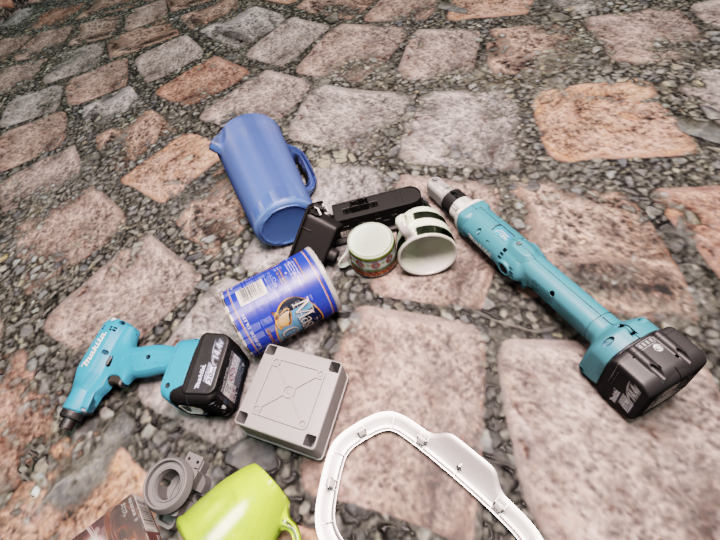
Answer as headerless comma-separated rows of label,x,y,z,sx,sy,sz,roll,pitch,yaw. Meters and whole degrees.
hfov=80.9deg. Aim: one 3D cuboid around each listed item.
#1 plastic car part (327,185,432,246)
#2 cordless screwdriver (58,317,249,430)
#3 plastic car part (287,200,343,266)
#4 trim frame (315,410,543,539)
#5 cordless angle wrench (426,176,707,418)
plastic car part,0.018,-0.097,0.706,0.203,0.064,0.069,-11,45,1
cordless screwdriver,-0.288,0.153,0.579,0.257,0.071,0.162,2,54,19
plastic car part,-0.065,-0.043,0.667,0.073,0.115,0.065,24,19,12
trim frame,0.064,0.262,0.439,0.262,0.026,0.182,33,65,33
cordless angle wrench,0.217,-0.013,0.576,0.074,0.093,0.446,-29,49,-7
